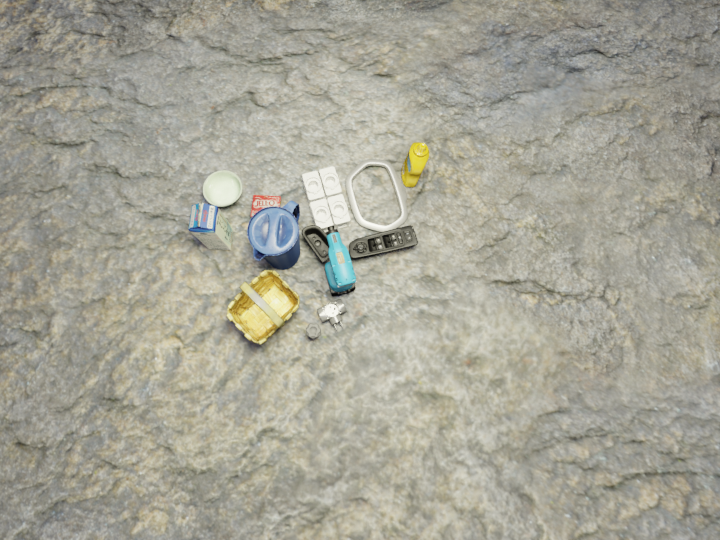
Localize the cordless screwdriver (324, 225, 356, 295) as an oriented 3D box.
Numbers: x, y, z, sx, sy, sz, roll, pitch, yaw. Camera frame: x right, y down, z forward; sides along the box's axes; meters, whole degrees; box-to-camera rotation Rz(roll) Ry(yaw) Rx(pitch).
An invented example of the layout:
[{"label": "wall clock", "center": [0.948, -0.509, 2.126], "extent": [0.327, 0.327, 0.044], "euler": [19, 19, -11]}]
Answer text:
[{"label": "cordless screwdriver", "center": [-0.061, -0.018, 1.160], "extent": [0.074, 0.245, 0.162], "euler": [-15, 78, -7]}]

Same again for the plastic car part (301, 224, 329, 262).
[{"label": "plastic car part", "center": [-0.124, -0.081, 1.269], "extent": [0.065, 0.070, 0.119], "euler": [-37, 79, -9]}]

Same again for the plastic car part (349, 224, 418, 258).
[{"label": "plastic car part", "center": [0.062, -0.078, 1.266], "extent": [0.202, 0.066, 0.067], "euler": [-13, 77, -2]}]

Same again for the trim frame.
[{"label": "trim frame", "center": [0.054, -0.237, 1.329], "extent": [0.183, 0.027, 0.254], "euler": [-16, 75, -3]}]
